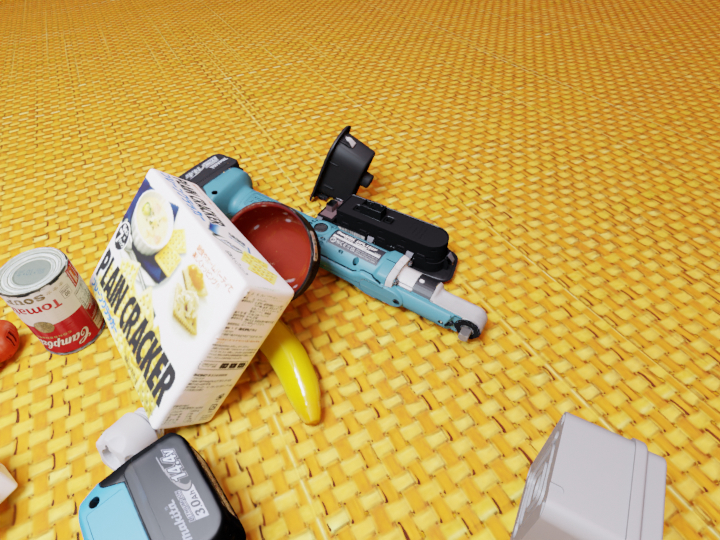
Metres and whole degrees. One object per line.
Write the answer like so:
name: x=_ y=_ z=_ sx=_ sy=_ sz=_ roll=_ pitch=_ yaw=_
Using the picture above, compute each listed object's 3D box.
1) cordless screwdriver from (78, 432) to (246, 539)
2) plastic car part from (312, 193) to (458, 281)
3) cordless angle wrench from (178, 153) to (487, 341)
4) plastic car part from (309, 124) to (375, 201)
cordless screwdriver: x=-0.213 y=0.220 z=0.286 sx=0.168 sy=0.071 sz=0.245 roll=34 pitch=60 yaw=31
plastic car part: x=0.032 y=-0.053 z=0.546 sx=0.212 sy=0.065 sz=0.065 roll=28 pitch=45 yaw=23
cordless angle wrench: x=-0.051 y=-0.034 z=0.526 sx=0.441 sy=0.072 sz=0.097 roll=27 pitch=52 yaw=23
plastic car part: x=-0.018 y=-0.139 z=0.606 sx=0.071 sy=0.116 sz=0.066 roll=35 pitch=51 yaw=-1
